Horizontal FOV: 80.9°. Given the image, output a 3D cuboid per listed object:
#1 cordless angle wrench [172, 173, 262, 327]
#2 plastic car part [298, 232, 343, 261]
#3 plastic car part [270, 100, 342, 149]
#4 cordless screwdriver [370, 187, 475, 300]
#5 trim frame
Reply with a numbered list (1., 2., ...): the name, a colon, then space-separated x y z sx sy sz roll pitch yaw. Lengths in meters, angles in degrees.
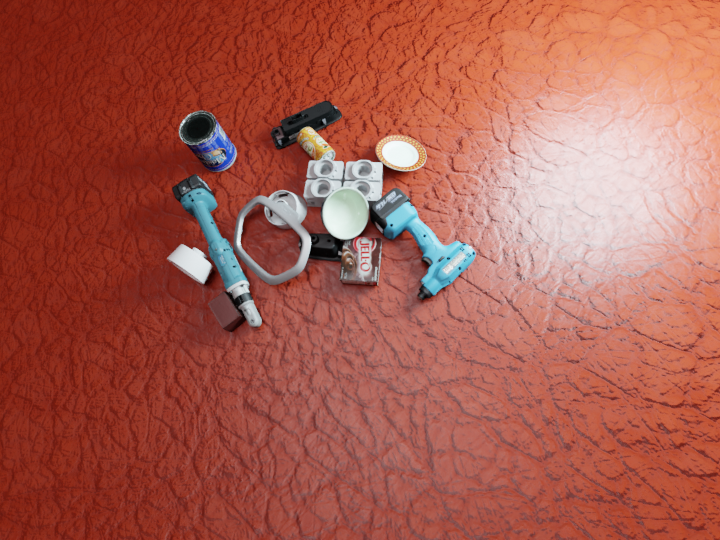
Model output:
1. cordless angle wrench: -0.346 -0.048 1.050 0.074 0.095 0.436 -31 72 1
2. plastic car part: -0.099 -0.065 1.016 0.118 0.069 0.067 5 71 8
3. plastic car part: -0.151 -0.409 1.153 0.203 0.064 0.069 -22 63 0
4. cordless screwdriver: 0.119 -0.062 0.974 0.159 0.072 0.257 -44 73 -6
5. trim frame: -0.220 -0.077 1.033 0.261 0.026 0.184 40 103 28
